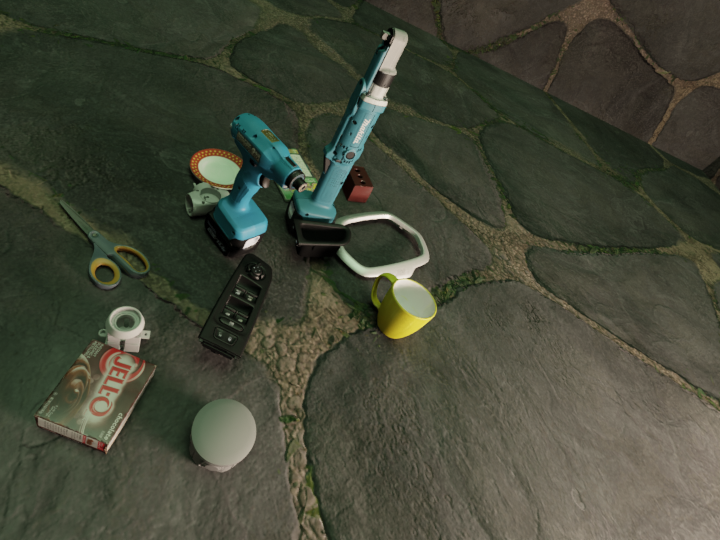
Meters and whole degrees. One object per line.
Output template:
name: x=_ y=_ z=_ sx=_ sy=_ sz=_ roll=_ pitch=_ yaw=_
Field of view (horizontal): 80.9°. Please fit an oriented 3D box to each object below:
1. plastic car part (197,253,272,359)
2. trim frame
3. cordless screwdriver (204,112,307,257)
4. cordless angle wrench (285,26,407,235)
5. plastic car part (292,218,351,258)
plastic car part: x=-0.191 y=0.056 z=0.669 sx=0.065 sy=0.067 sz=0.206 roll=23 pitch=43 yaw=-10
trim frame: x=0.045 y=-0.058 z=0.932 sx=0.239 sy=0.027 sz=0.192 roll=-12 pitch=56 yaw=-36
cordless screwdriver: x=-0.177 y=-0.117 z=0.709 sx=0.072 sy=0.248 sz=0.165 roll=-24 pitch=66 yaw=-43
cordless angle wrench: x=-0.027 y=-0.222 z=0.760 sx=0.094 sy=0.422 sz=0.077 roll=6 pitch=49 yaw=-28
plastic car part: x=-0.081 y=-0.053 z=0.829 sx=0.112 sy=0.071 sz=0.069 roll=5 pitch=49 yaw=-25
